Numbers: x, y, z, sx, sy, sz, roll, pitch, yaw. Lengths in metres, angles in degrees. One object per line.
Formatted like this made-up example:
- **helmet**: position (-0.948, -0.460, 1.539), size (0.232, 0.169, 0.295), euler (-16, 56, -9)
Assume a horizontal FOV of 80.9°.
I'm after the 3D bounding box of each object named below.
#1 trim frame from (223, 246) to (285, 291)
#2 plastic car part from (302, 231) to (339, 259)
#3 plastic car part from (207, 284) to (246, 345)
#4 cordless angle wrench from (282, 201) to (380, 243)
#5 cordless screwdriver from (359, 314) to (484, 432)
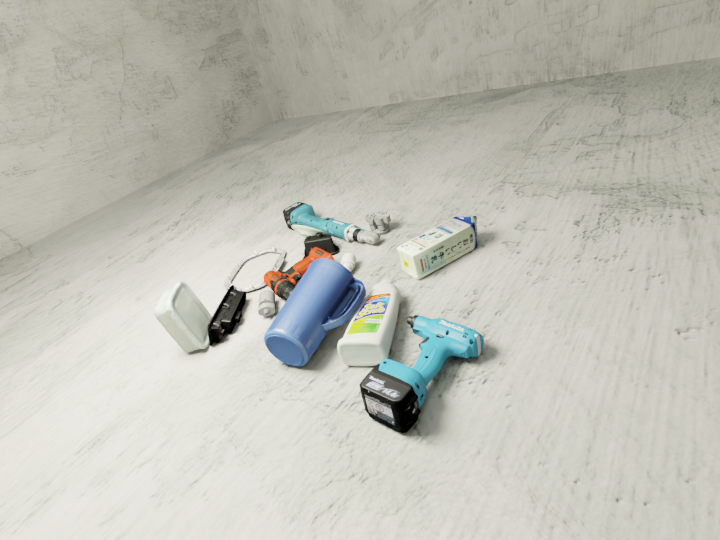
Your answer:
- **trim frame**: position (-0.327, -0.007, 1.327), size (0.189, 0.026, 0.251), euler (-6, 31, 17)
- **plastic car part**: position (-0.128, -0.084, 1.306), size (0.119, 0.068, 0.067), euler (-10, 31, 18)
- **plastic car part**: position (-0.345, 0.108, 1.116), size (0.067, 0.064, 0.208), euler (-5, 31, 1)
- **cordless angle wrench**: position (-0.102, -0.148, 1.401), size (0.096, 0.071, 0.448), euler (-35, 37, -29)
- **cordless screwdriver**: position (0.095, 0.168, 0.783), size (0.168, 0.072, 0.243), euler (16, 40, 44)
